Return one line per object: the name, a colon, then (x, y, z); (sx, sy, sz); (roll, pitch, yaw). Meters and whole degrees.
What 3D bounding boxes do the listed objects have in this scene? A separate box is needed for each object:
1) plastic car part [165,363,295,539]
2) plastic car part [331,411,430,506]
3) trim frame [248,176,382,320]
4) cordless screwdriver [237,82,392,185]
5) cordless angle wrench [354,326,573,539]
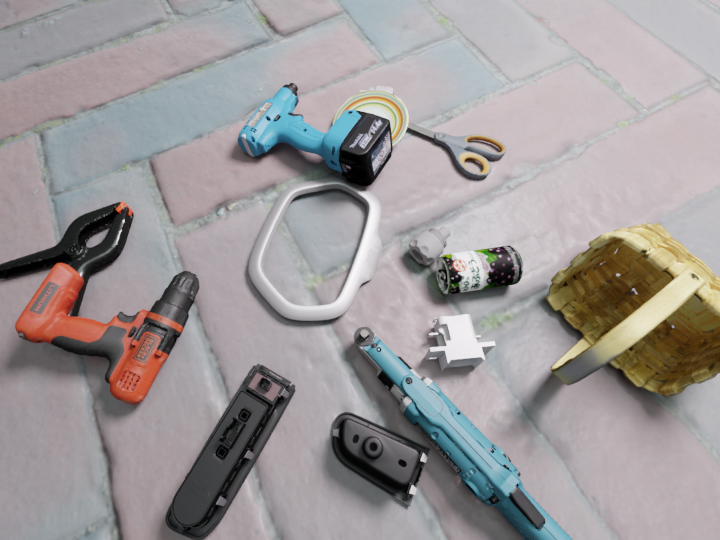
plastic car part: (-0.153, 0.210, 0.496); (0.067, 0.066, 0.203); (27, 70, 5)
plastic car part: (0.019, 0.206, 0.481); (0.119, 0.069, 0.066); (24, 65, 10)
trim frame: (-0.062, -0.041, 0.635); (0.188, 0.027, 0.251); (14, 63, 11)
cordless screwdriver: (-0.067, -0.238, 0.699); (0.259, 0.071, 0.159); (20, 66, 23)
cordless angle wrench: (0.140, 0.221, 0.464); (0.073, 0.094, 0.442); (-38, 63, -17)
